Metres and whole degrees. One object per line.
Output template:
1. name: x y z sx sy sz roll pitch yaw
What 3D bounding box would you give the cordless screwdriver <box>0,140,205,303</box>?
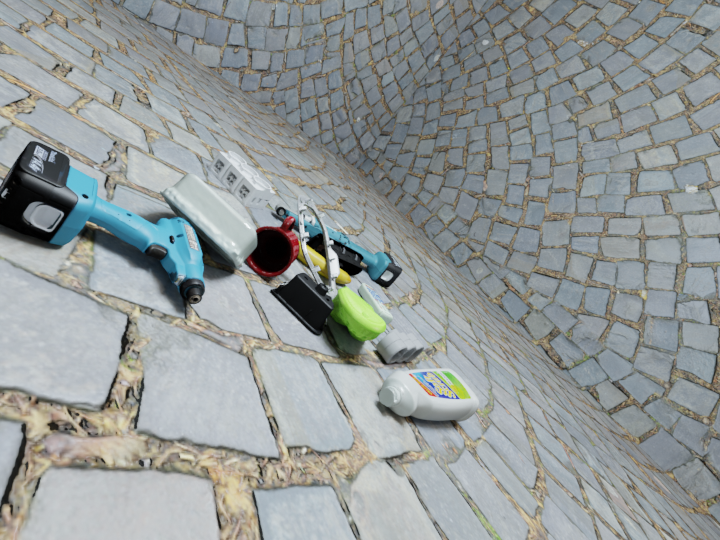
1. cordless screwdriver: -0.303 -0.046 0.524 0.234 0.075 0.168 30 18 -46

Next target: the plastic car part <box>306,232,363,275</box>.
1. plastic car part: -0.055 -0.033 1.082 0.192 0.067 0.070 21 35 -50

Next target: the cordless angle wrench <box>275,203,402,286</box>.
1. cordless angle wrench: -0.062 -0.079 1.190 0.404 0.074 0.102 29 19 -27

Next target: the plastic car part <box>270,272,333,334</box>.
1. plastic car part: -0.091 0.048 0.755 0.119 0.071 0.064 41 17 12

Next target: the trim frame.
1. trim frame: -0.090 -0.059 0.918 0.174 0.028 0.258 57 16 -49
